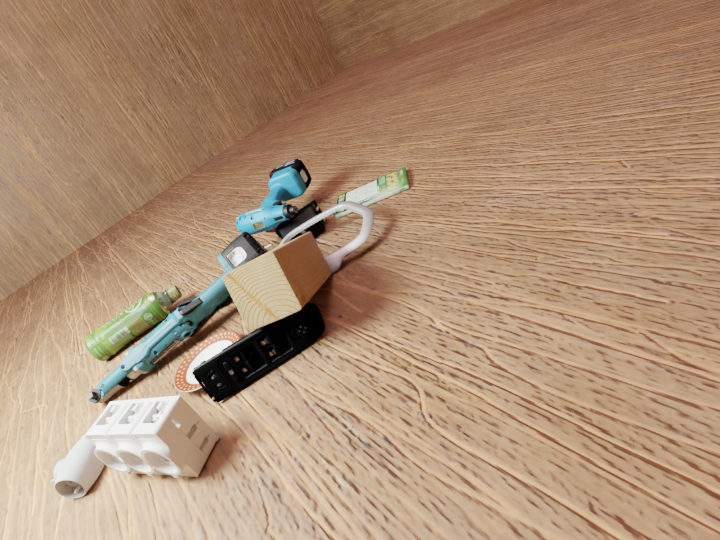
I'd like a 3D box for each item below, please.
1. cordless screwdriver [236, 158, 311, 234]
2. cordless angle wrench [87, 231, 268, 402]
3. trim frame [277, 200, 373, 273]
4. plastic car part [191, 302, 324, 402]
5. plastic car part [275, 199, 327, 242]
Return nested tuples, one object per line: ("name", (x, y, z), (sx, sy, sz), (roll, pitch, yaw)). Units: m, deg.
("cordless screwdriver", (-0.184, -0.182, 1.021), (0.165, 0.071, 0.251), (-12, 35, 29))
("cordless angle wrench", (-0.342, 0.100, 0.802), (0.422, 0.077, 0.094), (-43, -19, -3))
("trim frame", (-0.082, -0.054, 0.842), (0.252, 0.026, 0.191), (-27, 38, 13))
("plastic car part", (-0.145, 0.114, 0.637), (0.203, 0.065, 0.068), (-30, 11, 1))
("plastic car part", (-0.127, -0.093, 0.952), (0.116, 0.062, 0.075), (-35, 42, -1))
